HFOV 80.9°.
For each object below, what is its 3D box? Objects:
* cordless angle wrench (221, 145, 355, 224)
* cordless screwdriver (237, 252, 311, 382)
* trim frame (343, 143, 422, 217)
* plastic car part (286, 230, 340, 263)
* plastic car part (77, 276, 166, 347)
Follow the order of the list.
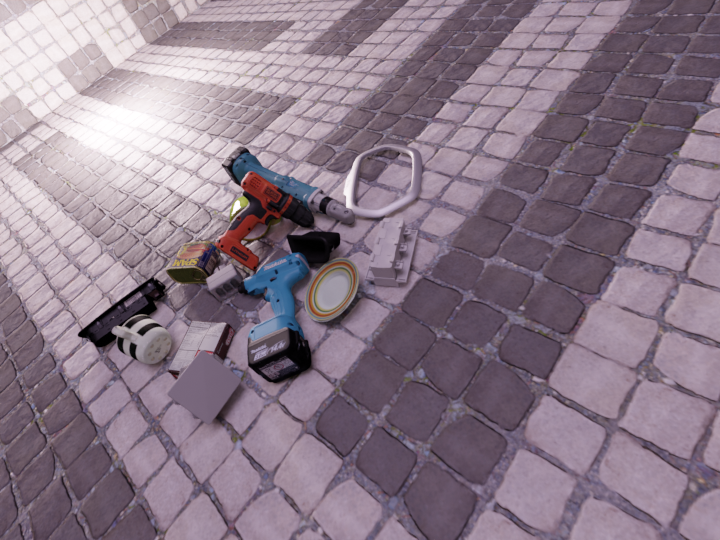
[{"bbox_3d":[-0.178,-0.200,1.023,0.447,0.093,0.074,29,70,35],"label":"cordless angle wrench"},{"bbox_3d":[-0.171,0.083,0.794,0.162,0.070,0.258,-24,43,15],"label":"cordless screwdriver"},{"bbox_3d":[0.049,-0.211,0.971,0.189,0.026,0.254,-6,52,18],"label":"trim frame"},{"bbox_3d":[-0.085,-0.056,0.870,0.122,0.064,0.069,1,28,41],"label":"plastic car part"},{"bbox_3d":[-0.524,0.103,0.945,0.202,0.064,0.069,-34,73,-8],"label":"plastic car part"}]
